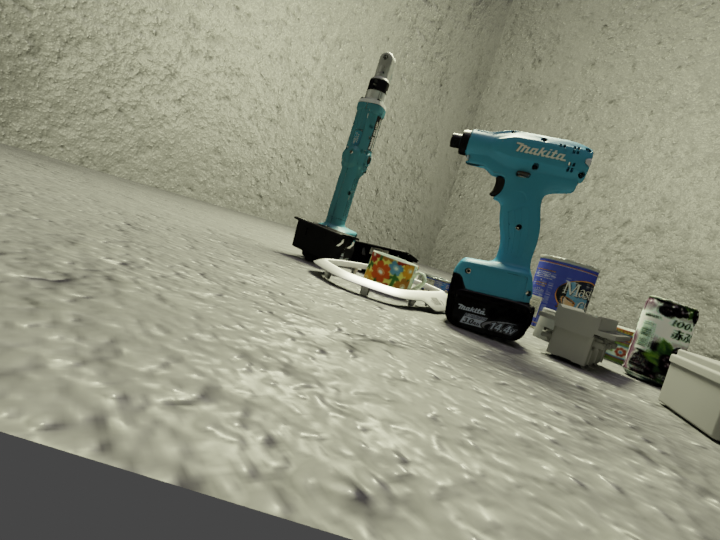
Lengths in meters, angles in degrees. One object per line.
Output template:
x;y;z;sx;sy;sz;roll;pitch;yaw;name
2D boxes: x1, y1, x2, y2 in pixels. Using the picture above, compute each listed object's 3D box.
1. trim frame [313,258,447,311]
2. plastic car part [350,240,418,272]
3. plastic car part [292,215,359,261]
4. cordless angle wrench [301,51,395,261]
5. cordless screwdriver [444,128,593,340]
0.037;0.019;0.625;0.194;0.027;0.236;20;5;31;trim frame
0.013;-0.030;0.880;0.214;0.067;0.063;20;4;35;plastic car part
-0.074;-0.048;0.753;0.123;0.071;0.063;20;4;31;plastic car part
-0.008;-0.218;0.826;0.077;0.422;0.094;18;3;22;cordless angle wrench
0.161;-0.051;0.524;0.165;0.248;0.072;18;3;19;cordless screwdriver
